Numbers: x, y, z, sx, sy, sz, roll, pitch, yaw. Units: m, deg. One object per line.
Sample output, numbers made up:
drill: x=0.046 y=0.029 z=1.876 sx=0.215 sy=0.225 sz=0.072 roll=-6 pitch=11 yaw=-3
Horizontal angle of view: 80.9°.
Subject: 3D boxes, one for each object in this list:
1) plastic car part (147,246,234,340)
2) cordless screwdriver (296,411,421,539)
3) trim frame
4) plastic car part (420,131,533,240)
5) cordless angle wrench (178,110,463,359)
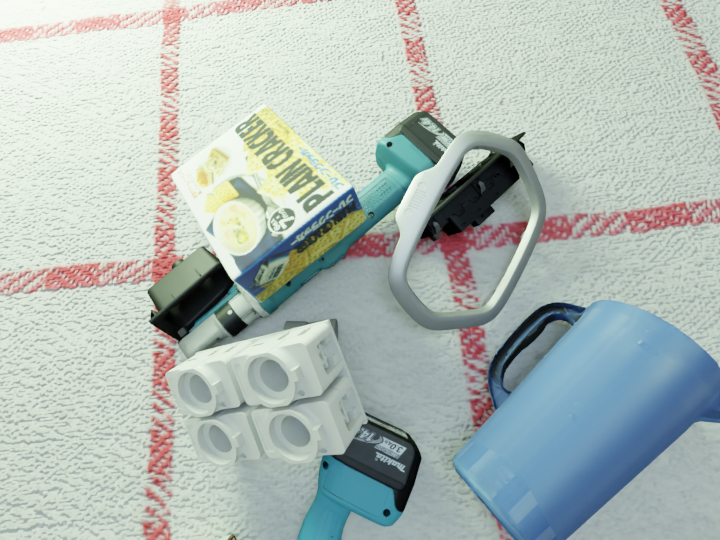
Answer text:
plastic car part: x=-0.219 y=0.018 z=0.535 sx=0.074 sy=0.063 sz=0.116 roll=35 pitch=74 yaw=25
cordless screwdriver: x=-0.010 y=0.282 z=0.426 sx=0.163 sy=0.073 sz=0.249 roll=26 pitch=80 yaw=10
trim frame: x=0.129 y=-0.045 z=0.501 sx=0.178 sy=0.028 sz=0.248 roll=28 pitch=88 yaw=-18
plastic car part: x=0.151 y=-0.103 z=0.544 sx=0.068 sy=0.066 sz=0.202 roll=44 pitch=79 yaw=2
cordless angle wrench: x=-0.052 y=-0.034 z=0.533 sx=0.421 sy=0.072 sz=0.101 roll=-41 pitch=75 yaw=-7
